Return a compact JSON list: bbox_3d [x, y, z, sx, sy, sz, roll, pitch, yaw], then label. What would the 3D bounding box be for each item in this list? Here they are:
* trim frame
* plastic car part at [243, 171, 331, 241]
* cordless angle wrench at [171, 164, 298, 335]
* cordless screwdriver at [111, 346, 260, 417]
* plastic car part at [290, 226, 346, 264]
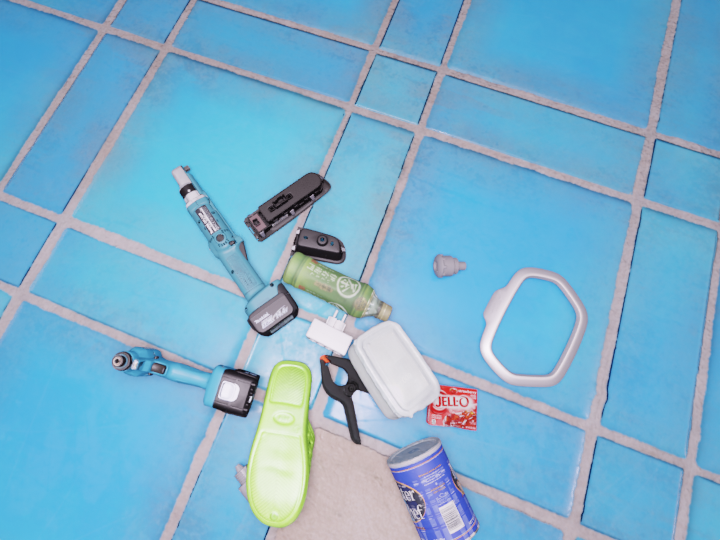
[{"bbox_3d":[0.341,0.110,0.838,0.187,0.027,0.248,30,78,8],"label":"trim frame"},{"bbox_3d":[-0.156,-0.150,0.908,0.201,0.065,0.069,-36,72,-12],"label":"plastic car part"},{"bbox_3d":[-0.283,-0.059,0.880,0.097,0.073,0.435,-35,74,-10],"label":"cordless angle wrench"},{"bbox_3d":[-0.311,0.192,0.761,0.250,0.157,0.075,16,76,2],"label":"cordless screwdriver"},{"bbox_3d":[-0.085,-0.056,0.872,0.118,0.069,0.066,13,77,6],"label":"plastic car part"}]
